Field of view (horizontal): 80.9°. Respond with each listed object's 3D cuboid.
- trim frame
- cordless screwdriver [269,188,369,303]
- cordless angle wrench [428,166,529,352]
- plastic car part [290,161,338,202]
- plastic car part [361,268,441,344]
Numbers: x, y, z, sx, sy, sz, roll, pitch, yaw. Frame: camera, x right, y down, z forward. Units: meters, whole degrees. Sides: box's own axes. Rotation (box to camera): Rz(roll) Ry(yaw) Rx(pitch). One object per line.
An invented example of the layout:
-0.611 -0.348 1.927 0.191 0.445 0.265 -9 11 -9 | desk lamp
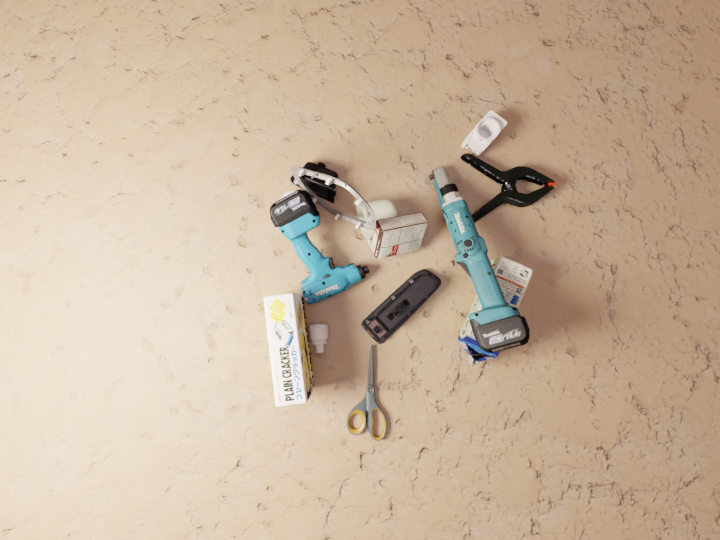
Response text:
-0.062 -0.155 0.895 0.027 0.174 0.263 -48 44 -11 | trim frame
-0.091 -0.060 0.933 0.159 0.076 0.243 -23 104 0 | cordless screwdriver
0.230 -0.047 0.892 0.100 0.070 0.437 -23 63 18 | cordless angle wrench
-0.099 -0.220 0.995 0.119 0.065 0.071 28 71 9 | plastic car part
0.094 0.073 0.939 0.202 0.065 0.068 -43 78 -5 | plastic car part
